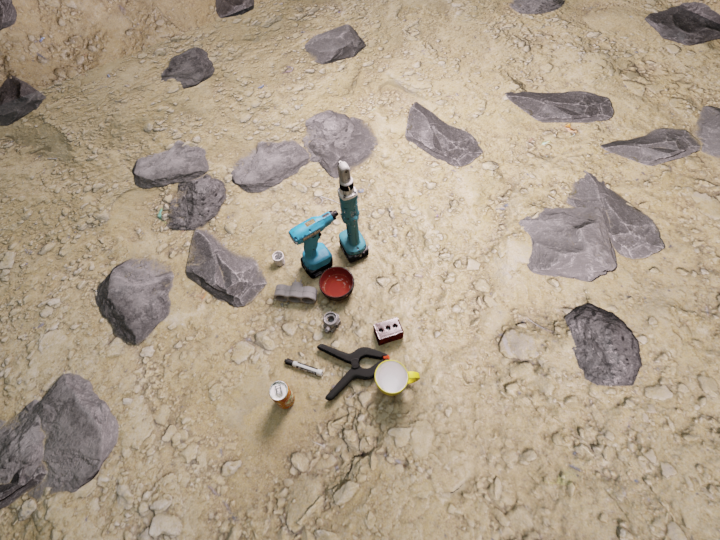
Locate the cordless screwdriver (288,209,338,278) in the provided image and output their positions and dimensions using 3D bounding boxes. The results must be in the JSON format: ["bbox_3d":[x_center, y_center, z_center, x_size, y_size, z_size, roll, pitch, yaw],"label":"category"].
[{"bbox_3d":[-0.131,-0.086,1.339,0.157,0.240,0.078,-30,62,-13],"label":"cordless screwdriver"}]

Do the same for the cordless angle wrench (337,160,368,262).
[{"bbox_3d":[-0.032,-0.170,1.278,0.074,0.408,0.102,-23,61,-10],"label":"cordless angle wrench"}]
